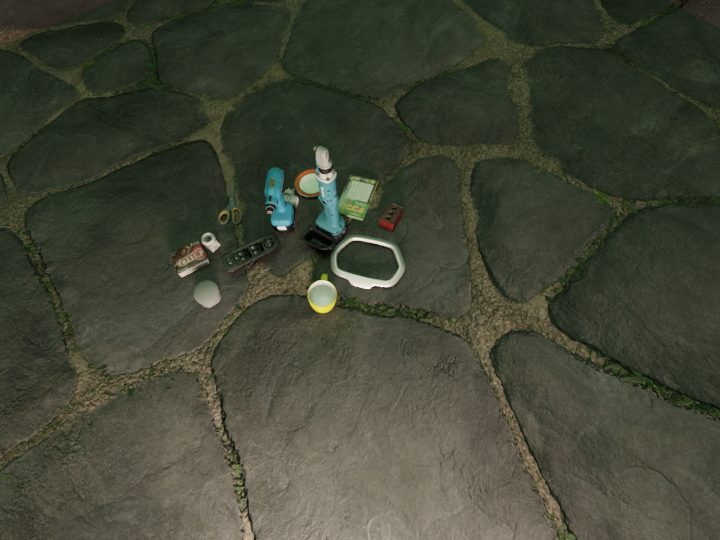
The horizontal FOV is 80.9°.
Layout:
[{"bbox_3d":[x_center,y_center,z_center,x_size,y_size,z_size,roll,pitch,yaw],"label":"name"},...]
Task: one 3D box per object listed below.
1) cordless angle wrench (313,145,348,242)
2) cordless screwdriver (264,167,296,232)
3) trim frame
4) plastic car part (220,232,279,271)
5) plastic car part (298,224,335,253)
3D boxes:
[{"bbox_3d":[-0.098,-0.227,1.292,0.101,0.410,0.074,30,67,15],"label":"cordless angle wrench"},{"bbox_3d":[-0.269,-0.202,1.391,0.075,0.241,0.163,1,63,2],"label":"cordless screwdriver"},{"bbox_3d":[0.022,-0.030,1.391,0.254,0.026,0.186,12,64,12],"label":"trim frame"},{"bbox_3d":[-0.363,-0.056,1.422,0.201,0.065,0.069,-30,65,-11],"label":"plastic car part"},{"bbox_3d":[-0.138,-0.091,1.416,0.121,0.068,0.066,30,68,18],"label":"plastic car part"}]
